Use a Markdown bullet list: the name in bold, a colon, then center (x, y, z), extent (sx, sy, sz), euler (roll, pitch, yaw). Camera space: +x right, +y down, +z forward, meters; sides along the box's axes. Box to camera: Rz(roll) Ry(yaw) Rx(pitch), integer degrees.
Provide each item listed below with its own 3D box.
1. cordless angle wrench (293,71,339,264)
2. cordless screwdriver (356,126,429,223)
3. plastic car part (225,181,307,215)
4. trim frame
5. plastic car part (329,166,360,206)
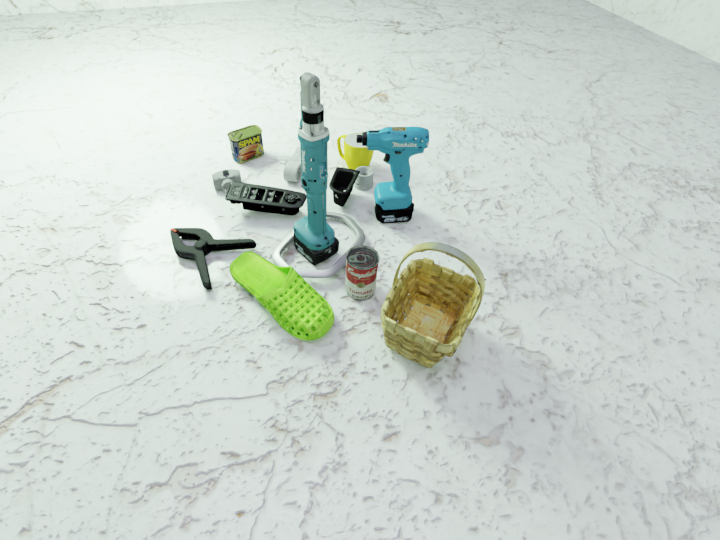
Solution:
- **cordless angle wrench**: center (-0.094, -0.188, 0.859), extent (0.073, 0.410, 0.103), euler (-30, 55, -29)
- **cordless screwdriver**: center (0.065, -0.227, 1.010), extent (0.159, 0.241, 0.077), euler (1, 46, -1)
- **plastic car part**: center (-0.240, -0.177, 1.089), extent (0.205, 0.065, 0.068), euler (5, 46, 6)
- **trim frame**: center (-0.098, -0.064, 1.005), extent (0.192, 0.027, 0.247), euler (23, 51, 21)
- **plastic car part**: center (-0.047, -0.213, 1.117), extent (0.067, 0.069, 0.118), euler (11, 47, 9)
